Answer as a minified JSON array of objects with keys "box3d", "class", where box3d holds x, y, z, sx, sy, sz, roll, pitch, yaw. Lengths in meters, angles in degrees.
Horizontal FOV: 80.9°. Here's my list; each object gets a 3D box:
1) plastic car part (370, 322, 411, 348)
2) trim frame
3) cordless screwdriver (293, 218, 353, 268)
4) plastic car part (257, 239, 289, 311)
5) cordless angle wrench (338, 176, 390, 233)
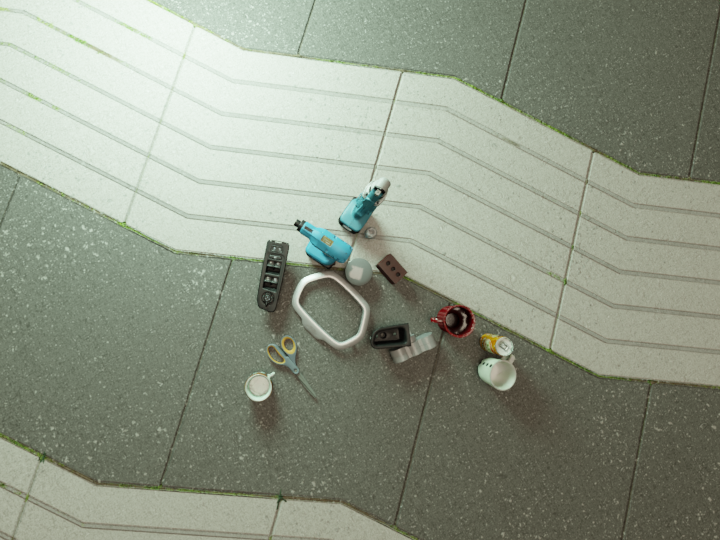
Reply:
[{"box3d":[0.079,0.189,1.224,0.116,0.071,0.066,-6,87,-6],"class":"plastic car part"},{"box3d":[-0.086,0.115,1.242,0.249,0.027,0.183,43,83,1],"class":"trim frame"},{"box3d":[-0.112,-0.074,1.150,0.158,0.250,0.074,33,83,-5],"class":"cordless screwdriver"},{"box3d":[-0.255,0.016,1.221,0.066,0.067,0.204,11,83,-6],"class":"plastic car part"},{"box3d":[0.015,-0.172,1.081,0.074,0.425,0.098,35,82,-6],"class":"cordless angle wrench"}]
